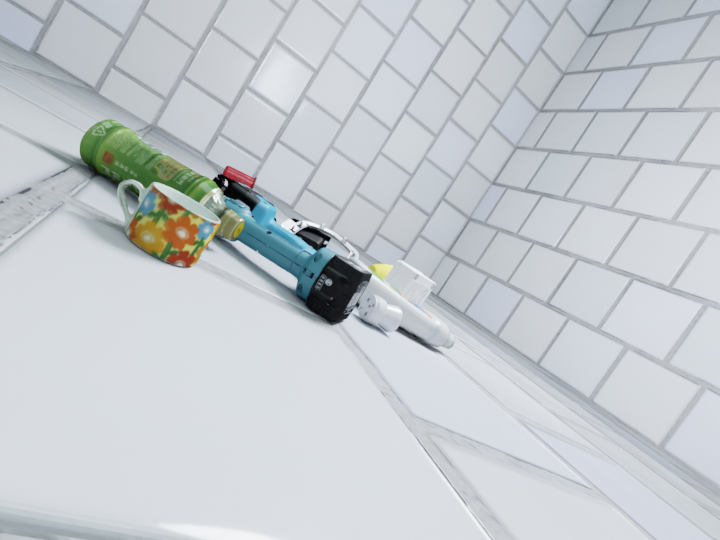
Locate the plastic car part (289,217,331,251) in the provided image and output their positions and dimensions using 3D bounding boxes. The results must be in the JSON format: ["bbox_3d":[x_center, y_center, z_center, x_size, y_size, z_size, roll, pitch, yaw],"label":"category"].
[{"bbox_3d":[-0.141,-0.075,1.034,0.116,0.066,0.071,29,19,-1],"label":"plastic car part"}]

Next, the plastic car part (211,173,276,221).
[{"bbox_3d":[-0.250,-0.140,0.934,0.070,0.066,0.192,46,11,28],"label":"plastic car part"}]

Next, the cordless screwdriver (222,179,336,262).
[{"bbox_3d":[-0.133,-0.053,0.713,0.248,0.074,0.160,36,4,-3],"label":"cordless screwdriver"}]

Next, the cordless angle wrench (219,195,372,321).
[{"bbox_3d":[-0.185,-0.072,0.604,0.437,0.074,0.095,31,4,16],"label":"cordless angle wrench"}]

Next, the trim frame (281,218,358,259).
[{"bbox_3d":[-0.092,-0.060,0.944,0.187,0.027,0.247,28,24,5],"label":"trim frame"}]
